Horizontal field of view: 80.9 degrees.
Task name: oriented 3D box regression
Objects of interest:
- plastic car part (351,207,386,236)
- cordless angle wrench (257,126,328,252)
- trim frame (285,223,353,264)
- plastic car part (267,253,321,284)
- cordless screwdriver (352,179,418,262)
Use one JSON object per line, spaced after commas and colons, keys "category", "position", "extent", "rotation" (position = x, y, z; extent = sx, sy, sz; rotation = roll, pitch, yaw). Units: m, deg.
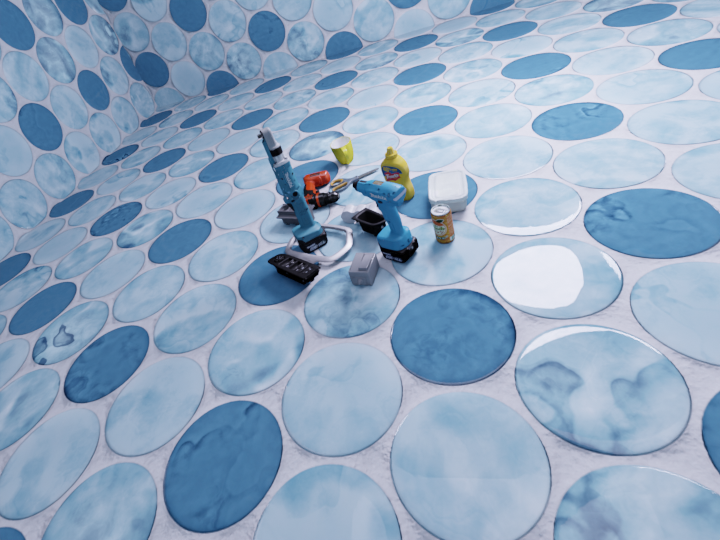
{"category": "plastic car part", "position": [0.038, -0.141, 1.315], "extent": [0.065, 0.068, 0.123], "rotation": [-38, 42, -20]}
{"category": "cordless angle wrench", "position": [-0.207, -0.237, 1.274], "extent": [0.097, 0.404, 0.078], "rotation": [-28, 39, -10]}
{"category": "trim frame", "position": [-0.134, -0.088, 1.368], "extent": [0.261, 0.026, 0.183], "rotation": [11, 50, 34]}
{"category": "plastic car part", "position": [-0.200, -0.003, 1.275], "extent": [0.215, 0.064, 0.065], "rotation": [23, 56, 41]}
{"category": "cordless screwdriver", "position": [0.067, -0.143, 1.171], "extent": [0.168, 0.237, 0.073], "rotation": [21, 54, 40]}
